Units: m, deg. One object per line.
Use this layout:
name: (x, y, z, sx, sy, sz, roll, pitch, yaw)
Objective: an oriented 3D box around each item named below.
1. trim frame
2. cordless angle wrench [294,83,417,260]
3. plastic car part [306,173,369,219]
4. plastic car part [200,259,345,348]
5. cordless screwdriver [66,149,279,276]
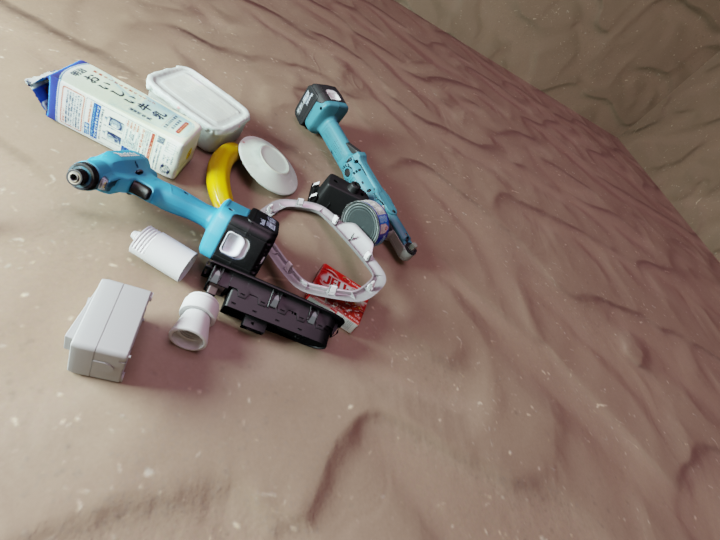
trim frame: (-0.065, -0.043, 0.667, 0.177, 0.027, 0.262, -11, 46, -37)
cordless angle wrench: (-0.007, -0.200, 0.853, 0.071, 0.099, 0.438, -8, 61, -41)
plastic car part: (-0.031, -0.138, 0.782, 0.114, 0.071, 0.067, 22, 44, -12)
plastic car part: (-0.113, 0.052, 0.550, 0.197, 0.067, 0.068, 21, 56, -16)
cordless screwdriver: (-0.230, -0.077, 0.543, 0.246, 0.074, 0.162, 28, 12, -8)
